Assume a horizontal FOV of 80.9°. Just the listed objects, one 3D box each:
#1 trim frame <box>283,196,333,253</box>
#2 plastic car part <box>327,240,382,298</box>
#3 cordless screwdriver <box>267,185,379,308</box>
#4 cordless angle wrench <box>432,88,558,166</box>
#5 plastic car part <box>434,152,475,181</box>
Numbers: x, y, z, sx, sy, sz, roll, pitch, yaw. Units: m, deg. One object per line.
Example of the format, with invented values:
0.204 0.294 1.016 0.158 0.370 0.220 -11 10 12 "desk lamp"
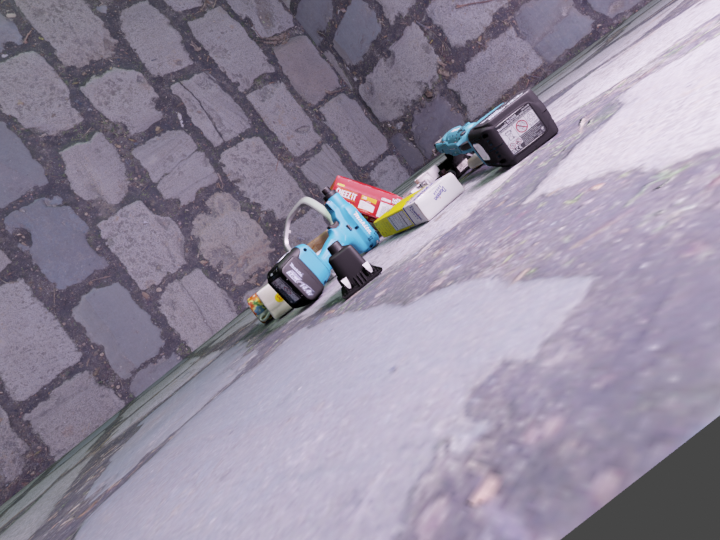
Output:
-0.124 -0.078 1.041 0.026 0.263 0.183 7 -69 -42 "trim frame"
-0.020 -0.010 0.616 0.066 0.070 0.118 -37 9 -2 "plastic car part"
-0.081 -0.053 0.829 0.245 0.158 0.076 -44 5 -35 "cordless screwdriver"
0.204 -0.243 0.778 0.098 0.073 0.429 -38 13 6 "cordless angle wrench"
0.236 -0.261 0.983 0.199 0.068 0.067 -39 -3 -29 "plastic car part"
